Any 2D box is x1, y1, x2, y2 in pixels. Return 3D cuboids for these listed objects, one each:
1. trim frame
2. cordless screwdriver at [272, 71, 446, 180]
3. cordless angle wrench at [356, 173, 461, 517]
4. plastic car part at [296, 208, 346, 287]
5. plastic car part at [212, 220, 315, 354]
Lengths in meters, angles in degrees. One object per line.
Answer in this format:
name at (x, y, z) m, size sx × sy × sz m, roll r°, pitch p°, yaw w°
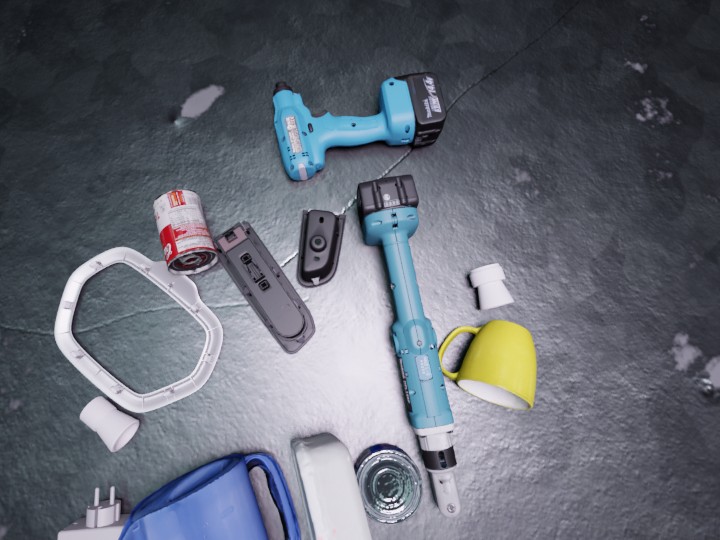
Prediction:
trim frame at (-0.308, 0.075, 0.582) m, size 0.254 × 0.027 × 0.183 m, roll 36°, pitch 77°, yaw 10°
cordless screwdriver at (-0.009, -0.241, 0.643) m, size 0.249 × 0.073 × 0.162 m, roll -14°, pitch 76°, yaw 0°
cordless angle wrench at (0.069, 0.088, 0.549) m, size 0.074 × 0.097 × 0.429 m, roll -10°, pitch 79°, yaw -3°
plastic car part at (-0.058, -0.038, 0.590) m, size 0.066 × 0.070 × 0.118 m, roll 7°, pitch 73°, yaw 0°
plastic car part at (-0.131, 0.018, 0.582) m, size 0.065 × 0.067 × 0.206 m, roll -33°, pitch 81°, yaw -17°
